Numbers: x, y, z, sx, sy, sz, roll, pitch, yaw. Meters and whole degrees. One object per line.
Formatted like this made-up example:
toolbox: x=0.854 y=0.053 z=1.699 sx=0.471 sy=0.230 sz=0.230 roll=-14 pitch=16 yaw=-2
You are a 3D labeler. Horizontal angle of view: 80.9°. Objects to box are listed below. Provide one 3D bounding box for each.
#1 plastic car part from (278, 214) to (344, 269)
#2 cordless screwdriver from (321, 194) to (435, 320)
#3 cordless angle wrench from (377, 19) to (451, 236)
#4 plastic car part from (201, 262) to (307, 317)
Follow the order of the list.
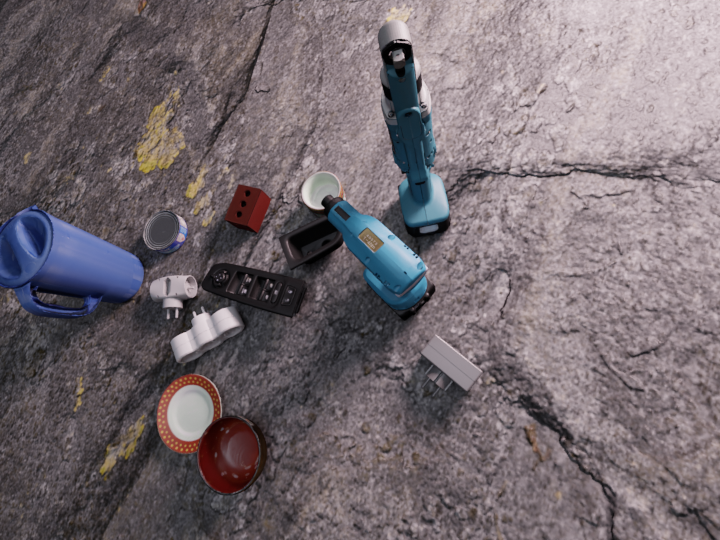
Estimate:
plastic car part: x=-0.072 y=-0.047 z=0.740 sx=0.117 sy=0.068 sz=0.068 roll=-25 pitch=70 yaw=7
cordless screwdriver: x=0.028 y=-0.015 z=0.606 sx=0.074 sy=0.239 sz=0.166 roll=-44 pitch=70 yaw=-1
cordless angle wrench: x=0.069 y=-0.153 z=0.545 sx=0.075 sy=0.406 sz=0.100 roll=-11 pitch=73 yaw=10
plastic car part: x=-0.187 y=0.032 z=0.752 sx=0.210 sy=0.064 sz=0.067 roll=13 pitch=78 yaw=20
